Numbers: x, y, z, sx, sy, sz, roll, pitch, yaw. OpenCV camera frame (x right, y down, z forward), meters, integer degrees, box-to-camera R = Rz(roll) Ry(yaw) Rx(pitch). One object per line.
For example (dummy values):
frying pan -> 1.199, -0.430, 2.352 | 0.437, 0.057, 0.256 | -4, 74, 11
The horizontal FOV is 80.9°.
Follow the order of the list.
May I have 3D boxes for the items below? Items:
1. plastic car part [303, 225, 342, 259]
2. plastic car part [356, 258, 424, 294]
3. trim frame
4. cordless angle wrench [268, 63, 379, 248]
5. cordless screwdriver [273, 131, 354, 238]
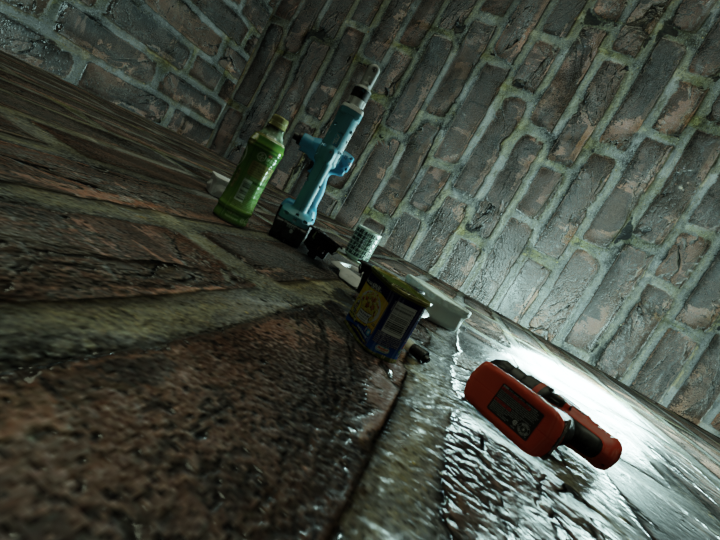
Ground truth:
plastic car part -> -0.090, -0.059, 0.921 | 0.065, 0.067, 0.208 | 27, 7, -14
plastic car part -> 0.041, 0.037, 0.726 | 0.122, 0.071, 0.063 | 33, 8, 29
trim frame -> 0.037, 0.038, 0.881 | 0.174, 0.027, 0.263 | 22, 9, -42
cordless angle wrench -> -0.070, -0.251, 0.918 | 0.073, 0.422, 0.100 | 28, 7, -12
cordless screwdriver -> -0.142, -0.209, 1.046 | 0.159, 0.248, 0.074 | 29, 6, -1
